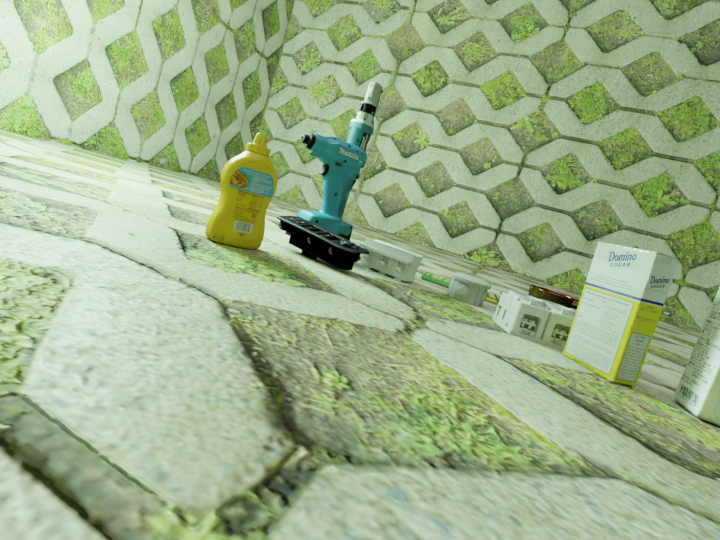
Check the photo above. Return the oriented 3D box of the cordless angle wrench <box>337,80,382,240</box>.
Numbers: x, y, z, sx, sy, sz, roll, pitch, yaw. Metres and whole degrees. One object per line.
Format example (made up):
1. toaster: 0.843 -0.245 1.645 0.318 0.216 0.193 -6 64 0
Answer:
1. cordless angle wrench: -0.025 -0.257 1.046 0.079 0.421 0.093 23 8 40

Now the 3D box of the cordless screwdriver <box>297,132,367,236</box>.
1. cordless screwdriver: -0.087 -0.165 0.912 0.151 0.248 0.078 12 8 -36

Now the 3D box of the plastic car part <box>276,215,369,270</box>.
1. plastic car part: -0.079 -0.052 0.813 0.214 0.067 0.063 22 9 34
